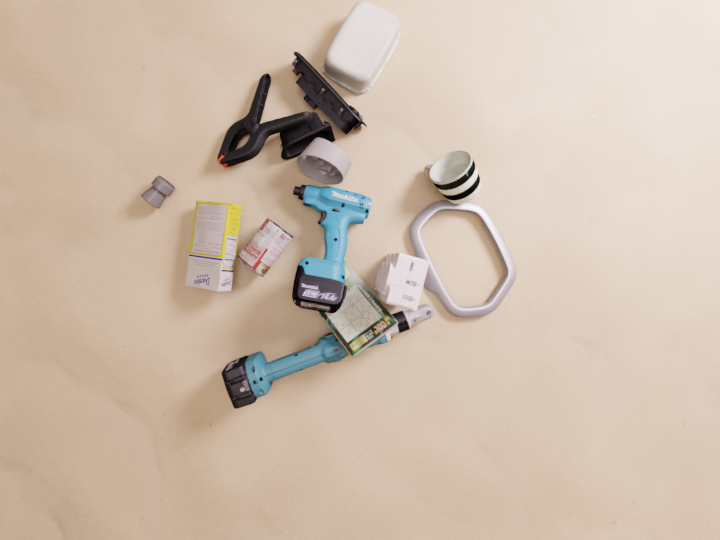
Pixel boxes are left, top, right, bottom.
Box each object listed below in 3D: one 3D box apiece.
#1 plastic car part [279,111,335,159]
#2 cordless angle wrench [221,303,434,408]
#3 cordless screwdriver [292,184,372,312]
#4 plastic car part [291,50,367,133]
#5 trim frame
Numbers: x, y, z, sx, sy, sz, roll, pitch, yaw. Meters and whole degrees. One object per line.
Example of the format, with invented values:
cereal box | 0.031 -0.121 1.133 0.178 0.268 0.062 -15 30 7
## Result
plastic car part | -0.119 -0.283 0.865 0.117 0.064 0.073 -19 74 4
cordless angle wrench | -0.055 0.150 0.826 0.422 0.098 0.074 -20 94 -2
cordless screwdriver | -0.080 -0.052 0.815 0.160 0.073 0.252 14 69 2
plastic car part | -0.071 -0.352 0.860 0.204 0.066 0.067 43 99 3
trim frame | 0.203 -0.026 0.854 0.184 0.027 0.249 -27 89 0
